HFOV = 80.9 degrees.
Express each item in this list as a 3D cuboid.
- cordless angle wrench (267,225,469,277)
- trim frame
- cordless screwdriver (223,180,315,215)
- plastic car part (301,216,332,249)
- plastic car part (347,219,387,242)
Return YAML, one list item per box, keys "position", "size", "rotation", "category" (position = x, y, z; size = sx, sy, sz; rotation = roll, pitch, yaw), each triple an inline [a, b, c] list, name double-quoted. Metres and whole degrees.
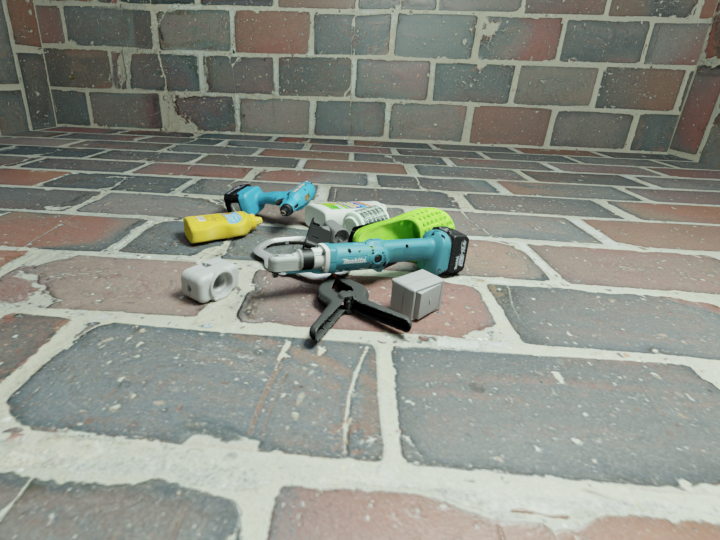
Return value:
- position: [0.022, -0.030, 0.830]
  size: [0.408, 0.096, 0.078]
  rotation: [-5, 21, -25]
  category: "cordless angle wrench"
- position: [-0.127, -0.032, 0.945]
  size: [0.262, 0.027, 0.178]
  rotation: [22, 30, 34]
  category: "trim frame"
- position: [-0.259, -0.184, 1.146]
  size: [0.258, 0.072, 0.159]
  rotation: [0, 31, 24]
  category: "cordless screwdriver"
- position: [-0.090, -0.059, 0.924]
  size: [0.070, 0.065, 0.119]
  rotation: [15, 26, -8]
  category: "plastic car part"
- position: [0.063, -0.087, 1.038]
  size: [0.196, 0.065, 0.071]
  rotation: [-19, 42, -39]
  category: "plastic car part"
